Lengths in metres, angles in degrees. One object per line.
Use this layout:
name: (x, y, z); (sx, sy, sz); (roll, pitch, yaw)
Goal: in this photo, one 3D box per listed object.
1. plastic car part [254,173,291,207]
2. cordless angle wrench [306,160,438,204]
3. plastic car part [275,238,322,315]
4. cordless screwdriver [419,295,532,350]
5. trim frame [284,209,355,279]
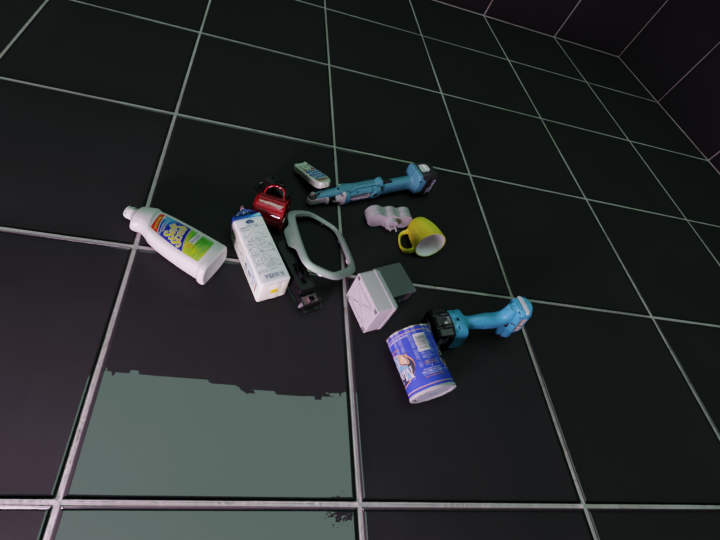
plastic car part: (-0.224, -0.218, 1.146); (0.064, 0.070, 0.121); (-28, 65, -34)
cordless angle wrench: (0.034, -0.244, 1.252); (0.411, 0.097, 0.077); (-15, 63, -24)
plastic car part: (-0.159, 0.003, 1.009); (0.065, 0.066, 0.212); (-20, 60, -24)
cordless screwdriver: (0.273, 0.138, 1.022); (0.246, 0.154, 0.077); (-9, 55, -8)
trim frame: (-0.104, -0.068, 1.066); (0.175, 0.027, 0.260); (11, 40, -34)
